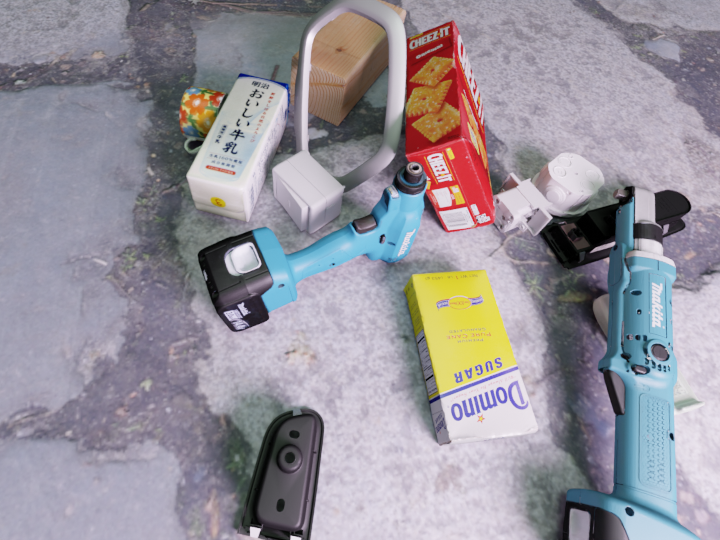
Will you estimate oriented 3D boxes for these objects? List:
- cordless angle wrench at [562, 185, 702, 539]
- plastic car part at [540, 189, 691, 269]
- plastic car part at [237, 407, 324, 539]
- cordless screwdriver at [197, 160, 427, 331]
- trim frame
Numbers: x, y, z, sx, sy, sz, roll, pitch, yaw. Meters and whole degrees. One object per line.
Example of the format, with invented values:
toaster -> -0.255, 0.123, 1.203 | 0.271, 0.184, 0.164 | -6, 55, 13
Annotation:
cordless angle wrench -> 0.281, 0.089, 0.428 | 0.099, 0.073, 0.427 | 16, 66, 4
plastic car part -> 0.348, -0.066, 0.558 | 0.199, 0.065, 0.069 | -13, 56, -15
plastic car part -> -0.066, 0.179, 0.381 | 0.066, 0.070, 0.118 | 11, 63, -2
cordless screwdriver -> -0.044, -0.029, 0.454 | 0.245, 0.156, 0.077 | -21, 66, -14
trim frame -> -0.024, -0.225, 0.548 | 0.194, 0.246, 0.026 | 9, 12, 36
